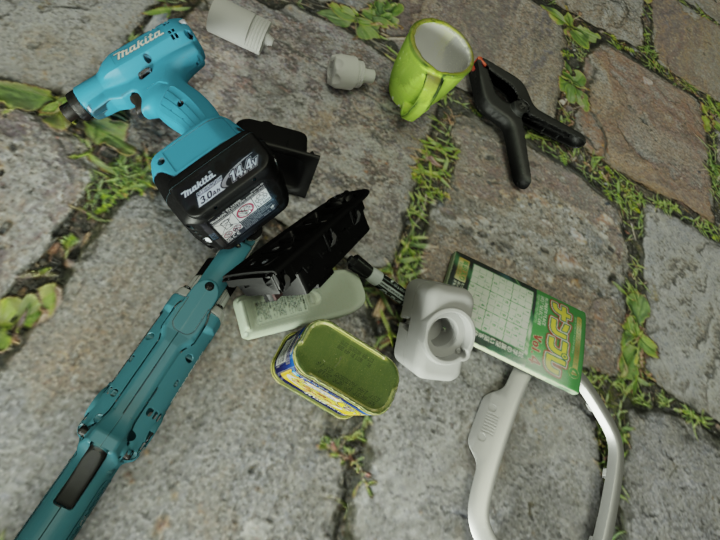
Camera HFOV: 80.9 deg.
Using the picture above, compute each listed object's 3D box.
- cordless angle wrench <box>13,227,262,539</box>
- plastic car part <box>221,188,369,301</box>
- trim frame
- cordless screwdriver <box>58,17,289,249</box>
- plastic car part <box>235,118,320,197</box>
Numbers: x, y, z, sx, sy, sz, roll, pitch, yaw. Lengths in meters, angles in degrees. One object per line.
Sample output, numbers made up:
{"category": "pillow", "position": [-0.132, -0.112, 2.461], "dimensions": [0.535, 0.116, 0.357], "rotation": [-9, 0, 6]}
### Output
{"category": "cordless angle wrench", "position": [-0.188, 0.118, 0.335], "dimensions": [0.073, 0.099, 0.425], "rotation": [30, 58, -9]}
{"category": "plastic car part", "position": [-0.042, -0.027, 0.427], "dimensions": [0.065, 0.069, 0.201], "rotation": [58, 41, -19]}
{"category": "trim frame", "position": [0.203, 0.211, 0.457], "dimensions": [0.183, 0.028, 0.248], "rotation": [34, 64, -4]}
{"category": "cordless screwdriver", "position": [-0.187, -0.129, 0.406], "dimensions": [0.158, 0.072, 0.259], "rotation": [-34, 67, -5]}
{"category": "plastic car part", "position": [-0.106, -0.140, 0.482], "dimensions": [0.115, 0.065, 0.072], "rotation": [17, 50, -9]}
